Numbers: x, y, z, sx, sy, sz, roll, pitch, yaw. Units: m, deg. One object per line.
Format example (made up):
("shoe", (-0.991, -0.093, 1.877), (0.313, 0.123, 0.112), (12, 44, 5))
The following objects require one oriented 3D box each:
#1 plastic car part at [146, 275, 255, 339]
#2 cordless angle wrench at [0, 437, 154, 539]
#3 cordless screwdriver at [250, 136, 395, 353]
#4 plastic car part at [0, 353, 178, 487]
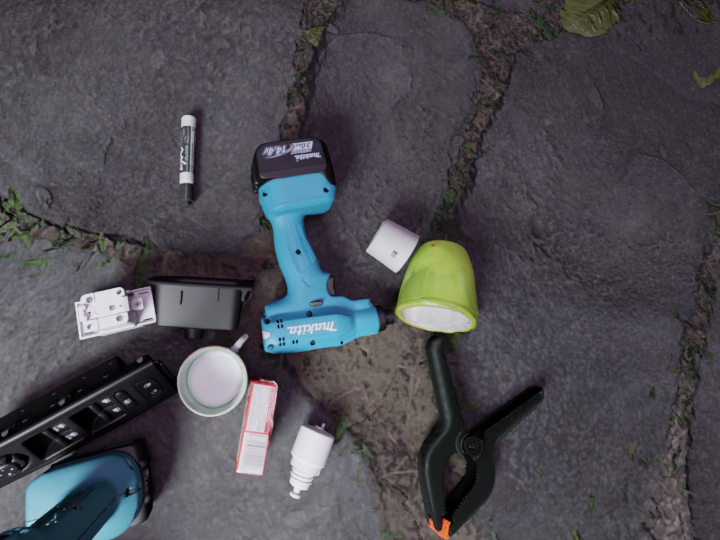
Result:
("plastic car part", (-0.182, 0.043, 0.485), (0.115, 0.067, 0.071), (1, 92, -7))
("cordless angle wrench", (-0.214, 0.187, 0.248), (0.096, 0.425, 0.075), (-11, 83, -16))
("cordless screwdriver", (-0.050, -0.033, 0.516), (0.156, 0.075, 0.251), (-6, 82, -12))
("plastic car part", (-0.298, 0.144, 0.433), (0.200, 0.064, 0.070), (-33, 57, -17))
